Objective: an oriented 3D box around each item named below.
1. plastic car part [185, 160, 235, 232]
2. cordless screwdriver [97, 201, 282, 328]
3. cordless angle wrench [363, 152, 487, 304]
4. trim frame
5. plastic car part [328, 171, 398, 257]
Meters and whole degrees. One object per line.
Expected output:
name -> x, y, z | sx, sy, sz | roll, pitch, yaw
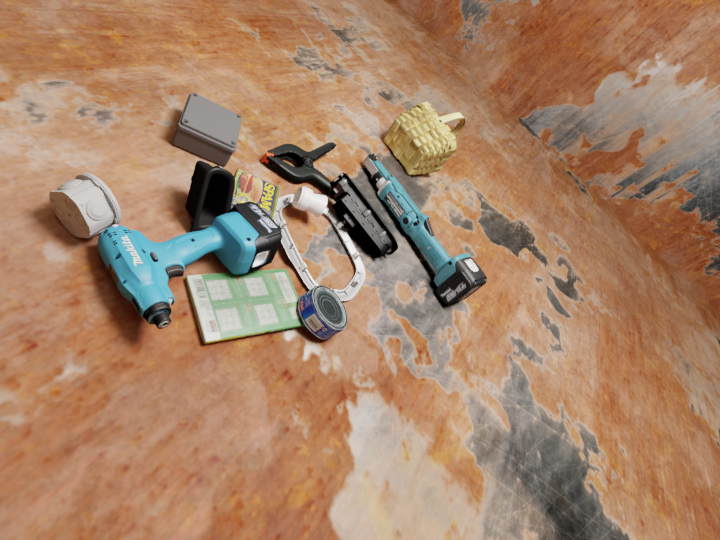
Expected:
plastic car part -> -0.249, -0.126, 0.681 | 0.075, 0.115, 0.063 | 39, 33, 30
cordless screwdriver -> -0.222, -0.015, 0.607 | 0.240, 0.074, 0.166 | -20, 58, -44
cordless angle wrench -> 0.125, -0.119, 1.002 | 0.071, 0.098, 0.440 | -7, 56, -45
trim frame -> -0.079, -0.052, 0.813 | 0.176, 0.028, 0.257 | -7, 62, -42
plastic car part -> 0.002, -0.104, 0.883 | 0.200, 0.068, 0.066 | 49, 50, -8
